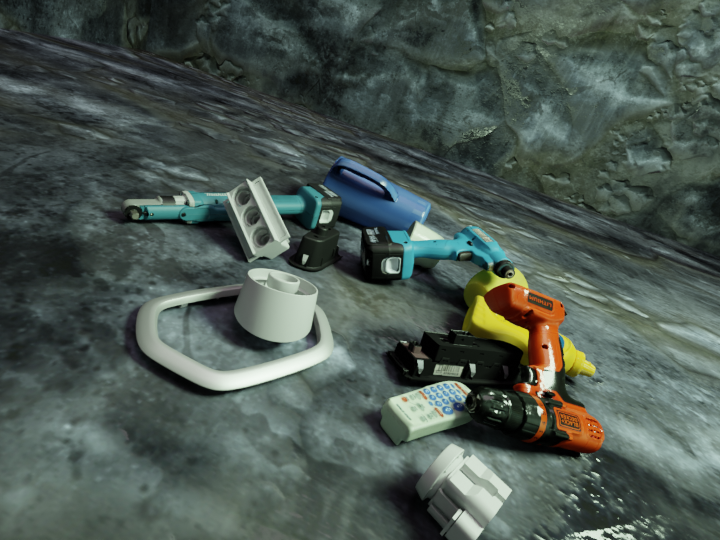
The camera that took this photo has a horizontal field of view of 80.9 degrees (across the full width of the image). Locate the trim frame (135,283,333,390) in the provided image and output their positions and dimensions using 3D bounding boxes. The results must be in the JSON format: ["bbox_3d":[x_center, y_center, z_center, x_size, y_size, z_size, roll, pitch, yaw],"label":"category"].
[{"bbox_3d":[-0.142,0.067,0.514,0.238,0.027,0.194,-10,38,-43],"label":"trim frame"}]

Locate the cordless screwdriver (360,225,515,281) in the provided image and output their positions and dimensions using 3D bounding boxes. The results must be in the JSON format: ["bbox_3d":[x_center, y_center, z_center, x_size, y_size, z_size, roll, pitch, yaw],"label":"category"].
[{"bbox_3d":[0.129,-0.024,0.745,0.246,0.072,0.165,-4,27,-7],"label":"cordless screwdriver"}]

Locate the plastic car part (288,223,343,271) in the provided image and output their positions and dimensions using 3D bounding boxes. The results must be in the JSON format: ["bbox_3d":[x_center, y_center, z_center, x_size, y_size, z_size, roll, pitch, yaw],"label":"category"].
[{"bbox_3d":[-0.073,-0.048,0.744,0.068,0.070,0.114,25,22,14],"label":"plastic car part"}]

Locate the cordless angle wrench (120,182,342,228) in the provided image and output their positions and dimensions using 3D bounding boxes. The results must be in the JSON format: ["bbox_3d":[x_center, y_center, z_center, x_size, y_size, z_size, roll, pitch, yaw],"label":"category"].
[{"bbox_3d":[-0.222,-0.119,0.794,0.405,0.073,0.104,-8,37,-40],"label":"cordless angle wrench"}]

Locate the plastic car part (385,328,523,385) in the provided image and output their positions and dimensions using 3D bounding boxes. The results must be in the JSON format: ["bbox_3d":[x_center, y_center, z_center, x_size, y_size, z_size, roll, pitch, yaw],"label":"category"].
[{"bbox_3d":[0.140,0.115,0.567,0.196,0.067,0.069,14,5,-21],"label":"plastic car part"}]
